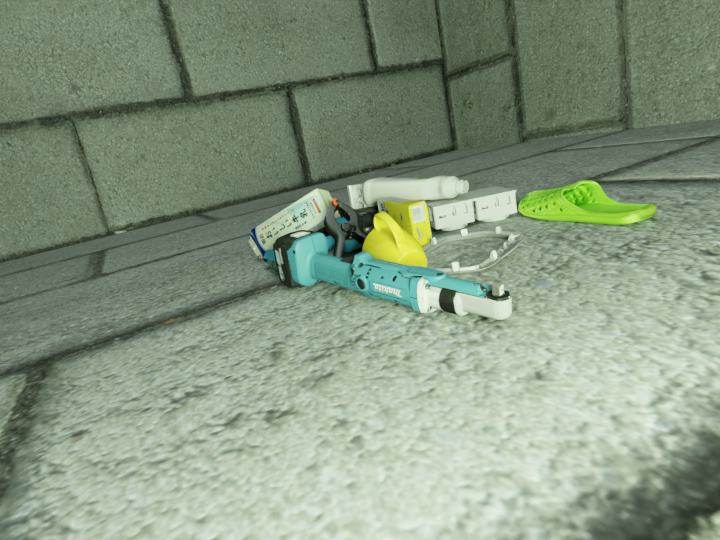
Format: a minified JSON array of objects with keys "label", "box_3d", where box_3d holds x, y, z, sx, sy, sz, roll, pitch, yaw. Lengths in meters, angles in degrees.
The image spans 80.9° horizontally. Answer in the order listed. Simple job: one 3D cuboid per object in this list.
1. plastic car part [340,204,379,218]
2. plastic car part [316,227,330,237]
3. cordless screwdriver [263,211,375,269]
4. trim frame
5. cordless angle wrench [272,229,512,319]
[{"label":"plastic car part","box_3d":[0.046,-0.141,1.086,0.200,0.067,0.067,-11,-12,-11]},{"label":"plastic car part","box_3d":[-0.121,-0.120,1.158,0.117,0.069,0.067,-14,16,3]},{"label":"cordless screwdriver","box_3d":[-0.092,-0.060,0.944,0.242,0.073,0.167,-25,18,-26]},{"label":"trim frame","box_3d":[0.189,-0.040,0.760,0.193,0.027,0.241,3,21,38]},{"label":"cordless angle wrench","box_3d":[0.018,0.009,0.632,0.072,0.096,0.446,-22,23,-37]}]
